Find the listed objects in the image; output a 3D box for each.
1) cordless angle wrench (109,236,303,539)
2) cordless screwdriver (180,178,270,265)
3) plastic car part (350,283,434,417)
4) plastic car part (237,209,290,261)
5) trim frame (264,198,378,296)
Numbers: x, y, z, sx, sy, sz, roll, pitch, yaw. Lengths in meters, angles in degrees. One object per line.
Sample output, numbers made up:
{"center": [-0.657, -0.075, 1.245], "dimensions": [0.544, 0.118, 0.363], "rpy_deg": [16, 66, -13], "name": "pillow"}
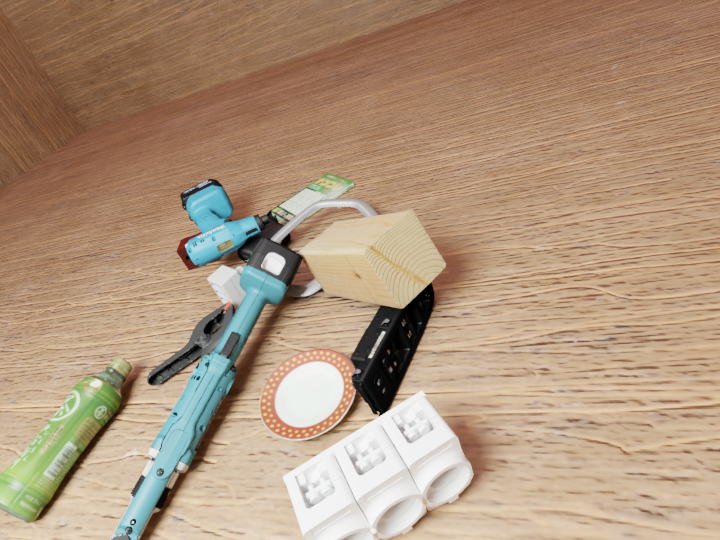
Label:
{"center": [-0.197, 0.143, 0.564], "dimensions": [0.098, 0.074, 0.426], "rpy_deg": [-54, 12, 56], "name": "cordless angle wrench"}
{"center": [-0.284, -0.114, 0.868], "dimensions": [0.158, 0.071, 0.262], "rpy_deg": [-28, 38, -8], "name": "cordless screwdriver"}
{"center": [0.041, 0.081, 0.544], "dimensions": [0.070, 0.064, 0.202], "rpy_deg": [-7, 36, 46], "name": "plastic car part"}
{"center": [-0.180, -0.054, 0.837], "dimensions": [0.074, 0.063, 0.116], "rpy_deg": [16, 54, 23], "name": "plastic car part"}
{"center": [-0.075, -0.049, 0.768], "dimensions": [0.195, 0.026, 0.246], "rpy_deg": [28, 62, 36], "name": "trim frame"}
